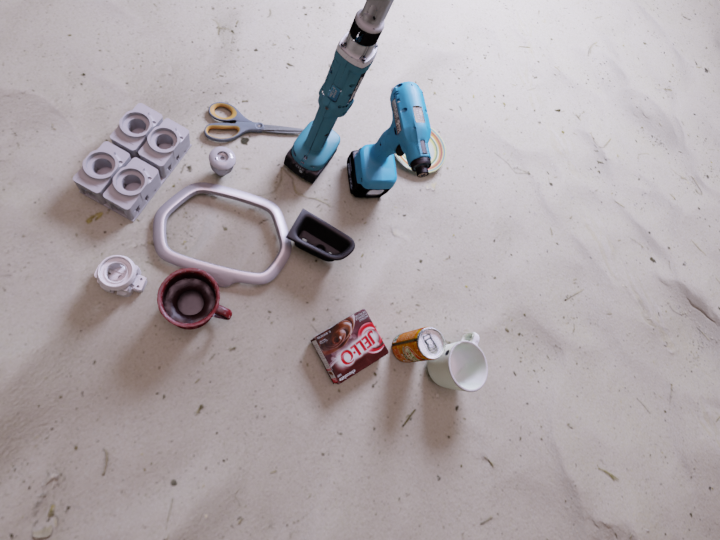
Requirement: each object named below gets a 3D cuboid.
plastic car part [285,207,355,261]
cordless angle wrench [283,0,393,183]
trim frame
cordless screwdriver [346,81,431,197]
[{"bbox_3d":[-0.076,-0.050,0.777,0.116,0.071,0.066,30,67,-5],"label":"plastic car part"},{"bbox_3d":[-0.038,-0.276,0.672,0.074,0.426,0.098,36,67,-7],"label":"cordless angle wrench"},{"bbox_3d":[-0.245,-0.064,0.761,0.244,0.027,0.187,14,69,-10],"label":"trim frame"},{"bbox_3d":[0.052,-0.198,0.764,0.072,0.251,0.162,-2,75,-20],"label":"cordless screwdriver"}]
